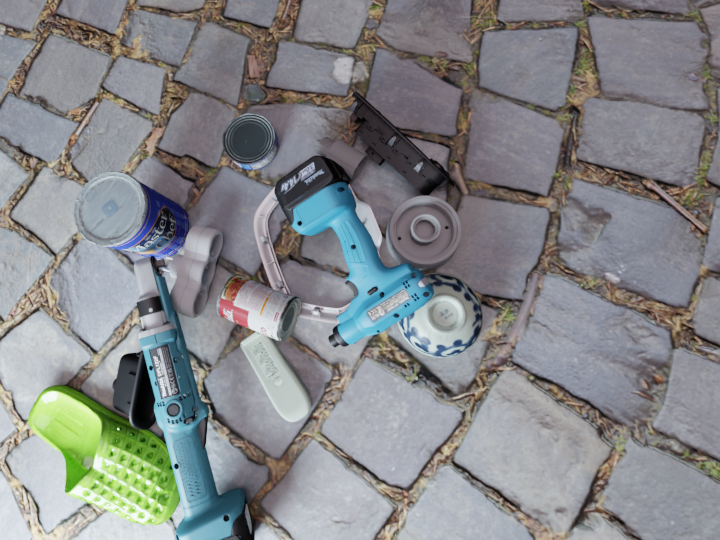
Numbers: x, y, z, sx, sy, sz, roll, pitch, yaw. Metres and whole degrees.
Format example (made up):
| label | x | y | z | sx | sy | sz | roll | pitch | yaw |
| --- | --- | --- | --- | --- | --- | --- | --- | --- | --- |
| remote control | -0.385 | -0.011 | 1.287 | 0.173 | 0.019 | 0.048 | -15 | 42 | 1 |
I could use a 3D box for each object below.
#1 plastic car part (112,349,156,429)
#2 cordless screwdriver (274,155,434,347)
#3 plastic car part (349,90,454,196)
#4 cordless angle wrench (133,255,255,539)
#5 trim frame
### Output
| label | x | y | z | sx | sy | sz | roll | pitch | yaw |
| --- | --- | --- | --- | --- | --- | --- | --- | --- | --- |
| plastic car part | -0.336 | 0.170 | 0.631 | 0.074 | 0.063 | 0.117 | 11 | 85 | 22 |
| cordless screwdriver | -0.033 | -0.025 | 0.589 | 0.161 | 0.072 | 0.253 | -37 | 80 | 17 |
| plastic car part | 0.053 | -0.182 | 0.635 | 0.208 | 0.065 | 0.067 | 42 | 97 | 11 |
| cordless angle wrench | -0.247 | 0.185 | 0.579 | 0.097 | 0.074 | 0.427 | -17 | 84 | -9 |
| trim frame | -0.063 | -0.041 | 0.644 | 0.185 | 0.027 | 0.253 | -21 | 77 | 2 |
